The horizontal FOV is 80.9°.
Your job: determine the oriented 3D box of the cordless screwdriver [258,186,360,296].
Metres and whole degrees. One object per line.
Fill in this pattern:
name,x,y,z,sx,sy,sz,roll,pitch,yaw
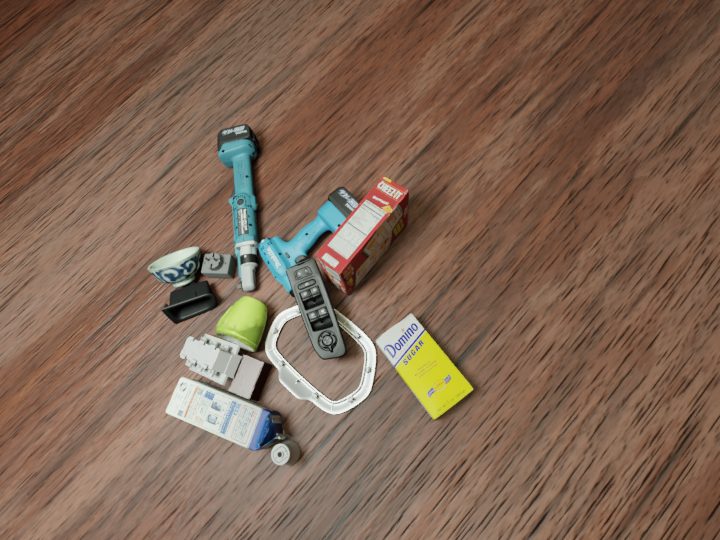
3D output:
cordless screwdriver,-0.091,-0.060,0.935,0.249,0.071,0.166,-36,67,0

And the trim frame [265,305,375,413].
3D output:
trim frame,-0.084,0.170,0.862,0.258,0.026,0.183,38,80,21

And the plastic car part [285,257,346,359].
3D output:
plastic car part,-0.088,0.083,0.852,0.066,0.065,0.209,-20,70,-8

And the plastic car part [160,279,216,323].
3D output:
plastic car part,-0.382,0.061,0.955,0.116,0.063,0.074,-23,53,-3

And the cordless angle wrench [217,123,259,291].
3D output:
cordless angle wrench,-0.280,-0.154,1.015,0.099,0.072,0.434,-12,68,5
